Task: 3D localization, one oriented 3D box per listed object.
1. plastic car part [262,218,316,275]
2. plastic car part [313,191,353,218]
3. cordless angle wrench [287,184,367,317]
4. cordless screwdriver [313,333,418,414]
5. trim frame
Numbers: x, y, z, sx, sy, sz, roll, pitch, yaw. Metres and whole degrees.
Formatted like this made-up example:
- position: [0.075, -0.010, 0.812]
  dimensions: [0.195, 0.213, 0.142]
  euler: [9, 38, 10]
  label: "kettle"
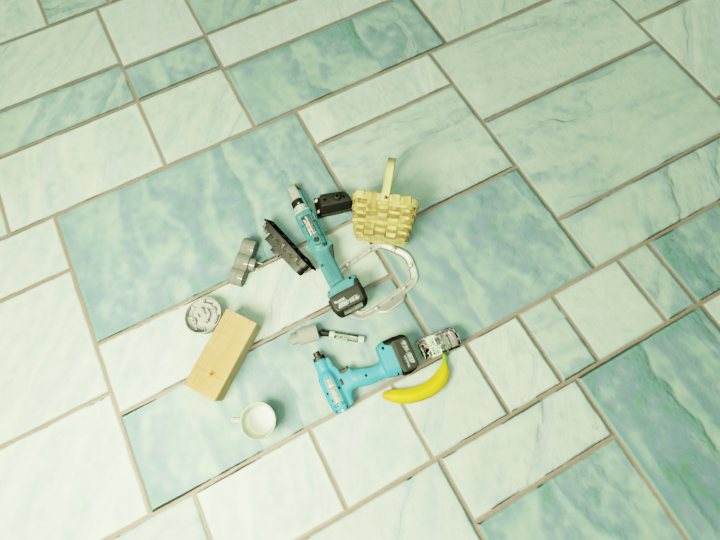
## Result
- position: [-0.208, -0.059, 1.185]
  dimensions: [0.209, 0.064, 0.067]
  euler: [42, 87, 14]
  label: "plastic car part"
- position: [-0.076, -0.201, 1.227]
  dimensions: [0.116, 0.069, 0.067]
  euler: [-11, 74, -1]
  label: "plastic car part"
- position: [-0.115, -0.075, 1.176]
  dimensions: [0.098, 0.071, 0.440]
  euler: [-27, 65, -3]
  label: "cordless angle wrench"
- position: [0.009, 0.235, 1.073]
  dimensions: [0.248, 0.072, 0.164]
  euler: [-27, 73, -4]
  label: "cordless screwdriver"
- position: [0.040, 0.025, 1.168]
  dimensions: [0.246, 0.027, 0.189]
  euler: [-34, 74, -12]
  label: "trim frame"
